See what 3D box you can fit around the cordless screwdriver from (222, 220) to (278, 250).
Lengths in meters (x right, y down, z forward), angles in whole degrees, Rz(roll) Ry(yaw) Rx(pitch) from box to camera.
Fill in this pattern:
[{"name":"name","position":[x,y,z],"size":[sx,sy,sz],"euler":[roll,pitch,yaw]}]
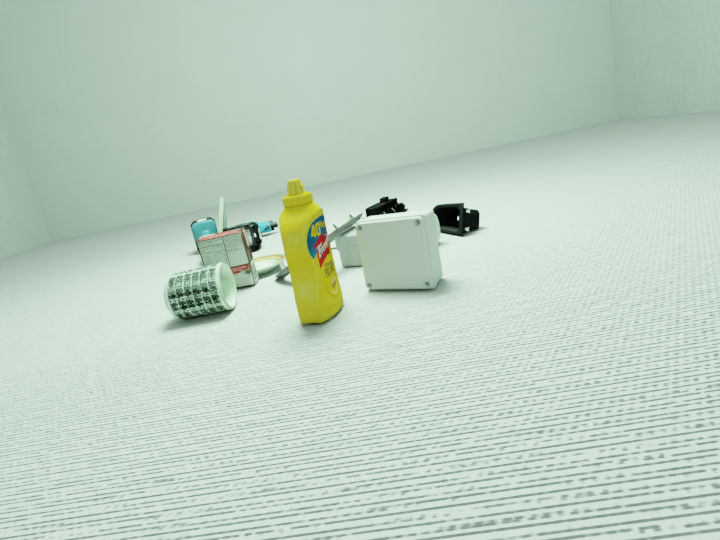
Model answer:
[{"name":"cordless screwdriver","position":[-0.317,-0.110,1.237],"size":[0.158,0.073,0.255],"euler":[-14,13,-8]}]

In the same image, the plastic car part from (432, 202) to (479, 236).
[{"name":"plastic car part","position":[0.204,-0.108,0.885],"size":[0.069,0.065,0.121],"euler":[-1,8,-19]}]

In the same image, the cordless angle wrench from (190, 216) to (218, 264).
[{"name":"cordless angle wrench","position":[-0.403,-0.061,1.127],"size":[0.073,0.095,0.442],"euler":[-17,21,-18]}]

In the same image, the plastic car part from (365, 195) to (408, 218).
[{"name":"plastic car part","position":[0.065,-0.165,1.162],"size":[0.069,0.065,0.199],"euler":[4,25,27]}]

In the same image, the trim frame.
[{"name":"trim frame","position":[-0.084,-0.055,0.859],"size":[0.187,0.027,0.245],"euler":[-36,5,33]}]
